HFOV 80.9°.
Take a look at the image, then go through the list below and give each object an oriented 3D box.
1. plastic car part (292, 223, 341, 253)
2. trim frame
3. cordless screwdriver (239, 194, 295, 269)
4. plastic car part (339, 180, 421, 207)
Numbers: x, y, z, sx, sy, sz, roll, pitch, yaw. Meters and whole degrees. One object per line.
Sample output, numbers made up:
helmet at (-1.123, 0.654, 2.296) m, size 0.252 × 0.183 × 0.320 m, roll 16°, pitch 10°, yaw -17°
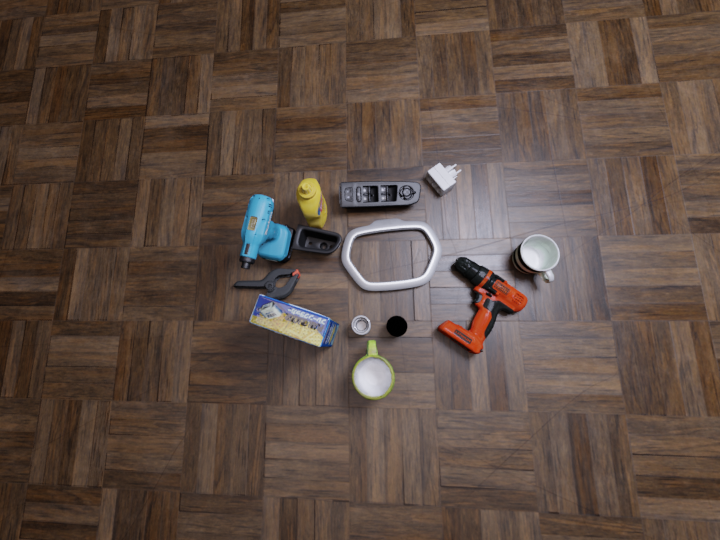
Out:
plastic car part at (-0.104, -0.068, 1.061) m, size 0.119 × 0.069 × 0.066 m, roll 11°, pitch 80°, yaw 9°
trim frame at (0.076, -0.043, 1.053) m, size 0.251 × 0.027 × 0.187 m, roll -8°, pitch 76°, yaw 6°
cordless screwdriver at (-0.220, -0.063, 0.986) m, size 0.075 × 0.243 × 0.160 m, roll 11°, pitch 80°, yaw 5°
plastic car part at (0.049, -0.188, 1.071) m, size 0.205 × 0.065 × 0.067 m, roll -2°, pitch 78°, yaw 7°
